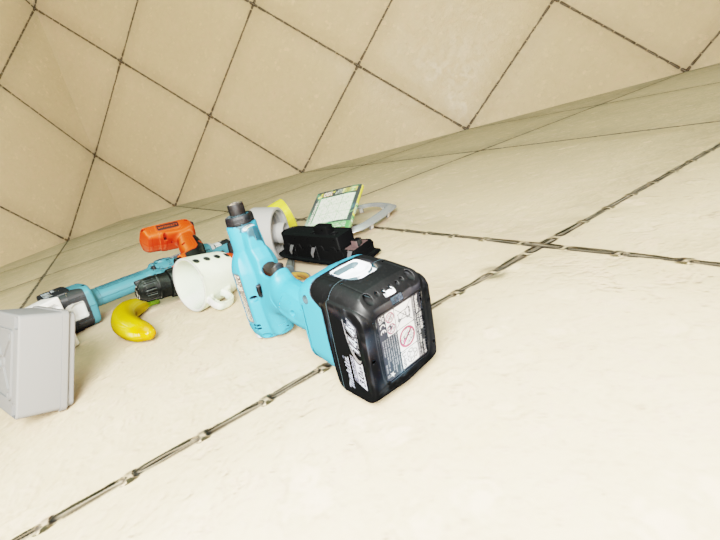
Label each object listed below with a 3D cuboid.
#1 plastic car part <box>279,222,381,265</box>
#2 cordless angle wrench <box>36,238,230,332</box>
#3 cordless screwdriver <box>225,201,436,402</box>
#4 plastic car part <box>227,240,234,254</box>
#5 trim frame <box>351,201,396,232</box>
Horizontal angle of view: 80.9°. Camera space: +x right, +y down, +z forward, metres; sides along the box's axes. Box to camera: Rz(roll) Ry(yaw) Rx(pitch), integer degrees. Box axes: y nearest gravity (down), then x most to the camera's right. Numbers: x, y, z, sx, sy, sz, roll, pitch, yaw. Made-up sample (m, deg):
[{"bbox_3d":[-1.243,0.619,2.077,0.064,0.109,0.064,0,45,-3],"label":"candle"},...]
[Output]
[{"bbox_3d":[-0.070,-0.046,0.712,0.213,0.065,0.065,3,36,44],"label":"plastic car part"},{"bbox_3d":[-0.394,0.004,0.846,0.411,0.073,0.103,-28,21,-37],"label":"cordless angle wrench"},{"bbox_3d":[-0.054,0.011,0.404,0.072,0.155,0.262,-26,22,-34],"label":"cordless screwdriver"},{"bbox_3d":[-0.239,-0.049,0.859,0.066,0.069,0.119,-15,21,1],"label":"plastic car part"},{"bbox_3d":[-0.028,-0.104,0.908,0.192,0.027,0.244,-2,25,34],"label":"trim frame"}]
